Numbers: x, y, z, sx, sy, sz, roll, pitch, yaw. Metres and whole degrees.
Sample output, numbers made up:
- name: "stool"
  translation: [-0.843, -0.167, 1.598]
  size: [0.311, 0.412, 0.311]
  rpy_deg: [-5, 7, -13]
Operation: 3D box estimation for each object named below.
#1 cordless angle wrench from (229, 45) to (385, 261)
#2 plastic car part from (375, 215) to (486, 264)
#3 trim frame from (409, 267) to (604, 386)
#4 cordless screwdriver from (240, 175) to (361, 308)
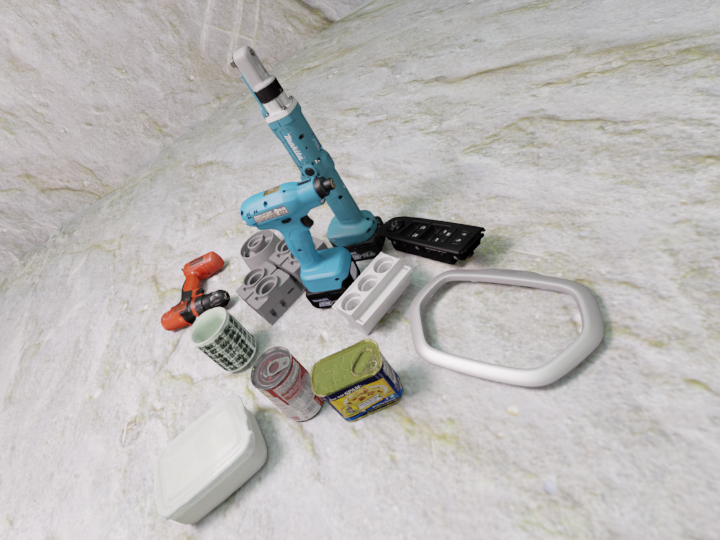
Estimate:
- name: "cordless angle wrench"
  translation: [-0.080, -0.182, 0.720]
  size: [0.101, 0.402, 0.075]
  rpy_deg: [-11, 41, 29]
- name: "plastic car part"
  translation: [0.113, -0.052, 0.713]
  size: [0.066, 0.064, 0.215]
  rpy_deg: [-48, 39, -17]
- name: "trim frame"
  translation: [0.180, 0.063, 0.570]
  size: [0.261, 0.026, 0.184]
  rpy_deg: [4, 52, 40]
- name: "cordless screwdriver"
  translation: [-0.069, -0.045, 0.702]
  size: [0.164, 0.236, 0.076]
  rpy_deg: [-15, 40, 25]
